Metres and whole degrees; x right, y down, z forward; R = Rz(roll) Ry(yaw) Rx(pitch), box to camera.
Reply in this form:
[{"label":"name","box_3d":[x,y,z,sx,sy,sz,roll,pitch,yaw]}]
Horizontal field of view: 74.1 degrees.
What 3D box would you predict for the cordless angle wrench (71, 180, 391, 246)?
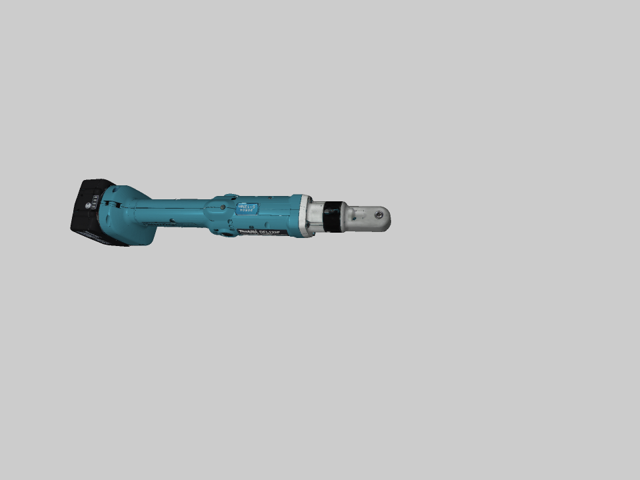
[{"label":"cordless angle wrench","box_3d":[-0.121,-0.032,0.564,0.423,0.074,0.098,1,-17,13]}]
